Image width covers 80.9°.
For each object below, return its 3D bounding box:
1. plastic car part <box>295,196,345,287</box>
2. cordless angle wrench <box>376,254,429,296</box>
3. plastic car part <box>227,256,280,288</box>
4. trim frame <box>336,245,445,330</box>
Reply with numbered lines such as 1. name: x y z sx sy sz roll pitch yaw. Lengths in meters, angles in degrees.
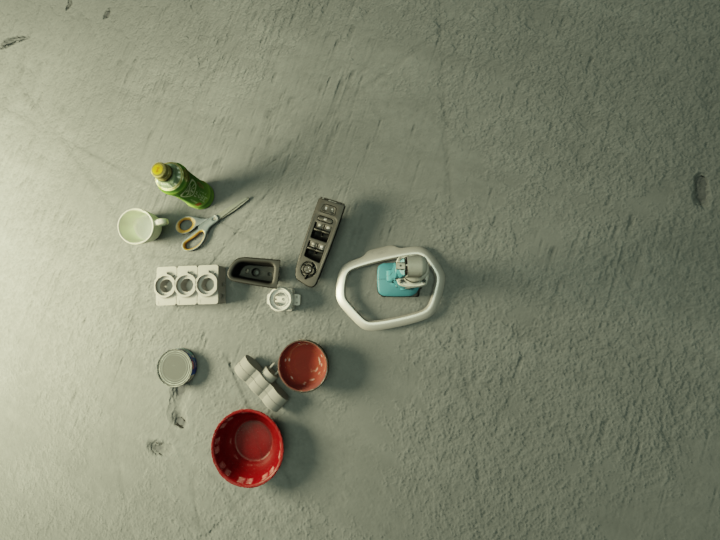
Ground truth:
1. plastic car part: -0.095 -0.062 0.971 0.067 0.066 0.203 19 85 6
2. cordless angle wrench: 0.081 0.008 0.763 0.099 0.417 0.075 0 86 2
3. plastic car part: -0.240 0.004 0.977 0.118 0.070 0.066 7 85 6
4. trim frame: 0.067 0.035 0.958 0.250 0.027 0.186 -14 81 5
